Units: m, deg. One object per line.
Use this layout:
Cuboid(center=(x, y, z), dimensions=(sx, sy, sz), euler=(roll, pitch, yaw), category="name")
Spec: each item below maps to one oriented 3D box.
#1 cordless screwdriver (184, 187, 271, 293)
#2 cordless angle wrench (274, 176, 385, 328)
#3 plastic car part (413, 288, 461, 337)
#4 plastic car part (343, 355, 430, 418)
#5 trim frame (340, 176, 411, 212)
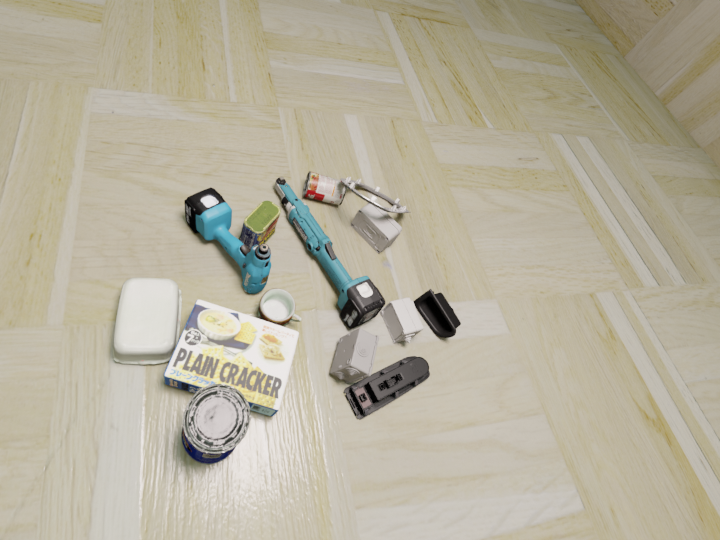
Cuboid(center=(-0.277, -0.077, 0.903), dimensions=(0.073, 0.158, 0.256), euler=(-32, 72, -34), category="cordless screwdriver")
Cuboid(center=(-0.098, -0.064, 1.006), dimensions=(0.072, 0.097, 0.440), euler=(-20, 63, -31), category="cordless angle wrench")
Cuboid(center=(0.194, 0.100, 1.013), dimensions=(0.068, 0.066, 0.120), euler=(-20, 70, -45), category="plastic car part")
Cuboid(center=(0.068, 0.229, 0.883), dimensions=(0.196, 0.066, 0.069), euler=(-18, 61, -31), category="plastic car part")
Cuboid(center=(0.044, -0.192, 1.090), dimensions=(0.191, 0.027, 0.240), euler=(35, 16, 16), category="trim frame")
